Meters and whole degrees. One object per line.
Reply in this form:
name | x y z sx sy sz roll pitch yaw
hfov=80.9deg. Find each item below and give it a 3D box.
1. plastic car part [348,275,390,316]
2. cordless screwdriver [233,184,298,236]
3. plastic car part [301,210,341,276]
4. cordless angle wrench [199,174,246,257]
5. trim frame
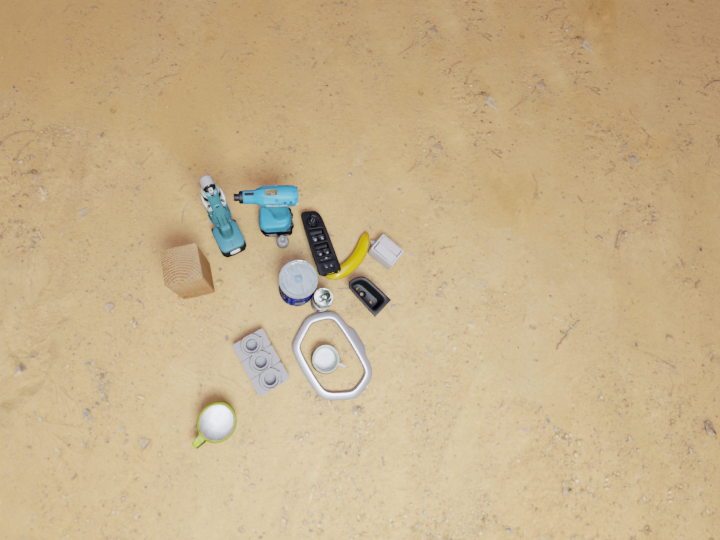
plastic car part | 0.015 0.069 1.189 0.118 0.070 0.065 44 74 6
cordless screwdriver | -0.251 -0.161 1.141 0.157 0.248 0.075 -2 77 -10
plastic car part | -0.120 -0.078 1.223 0.065 0.066 0.207 -17 76 -12
cordless angle wrench | -0.343 -0.133 1.035 0.073 0.421 0.099 -25 82 -15
trim frame | -0.075 0.233 1.155 0.182 0.027 0.253 -31 79 -13
